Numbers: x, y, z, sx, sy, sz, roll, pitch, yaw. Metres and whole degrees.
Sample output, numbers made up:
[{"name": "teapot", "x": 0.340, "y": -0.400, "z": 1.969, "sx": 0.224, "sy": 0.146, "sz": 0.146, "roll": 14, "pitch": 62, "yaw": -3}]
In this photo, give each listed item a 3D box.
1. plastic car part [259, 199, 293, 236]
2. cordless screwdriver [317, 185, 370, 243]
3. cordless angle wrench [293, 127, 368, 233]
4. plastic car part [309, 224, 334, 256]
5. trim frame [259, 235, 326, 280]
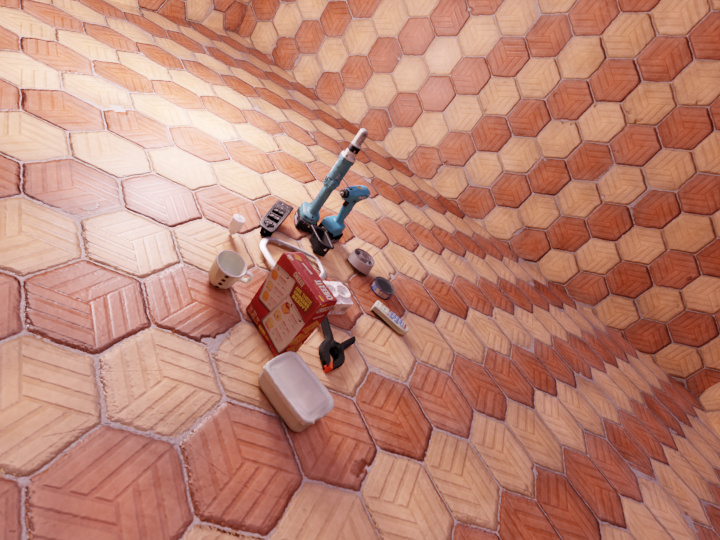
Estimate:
[{"name": "plastic car part", "x": -0.294, "y": -0.171, "z": 1.432, "sx": 0.065, "sy": 0.067, "sz": 0.205, "roll": 33, "pitch": 29, "yaw": -9}, {"name": "cordless screwdriver", "x": -0.078, "y": -0.203, "z": 1.521, "sx": 0.077, "sy": 0.249, "sz": 0.153, "roll": 48, "pitch": 30, "yaw": 15}, {"name": "cordless angle wrench", "x": -0.100, "y": -0.313, "z": 1.480, "sx": 0.071, "sy": 0.424, "sz": 0.102, "roll": 23, "pitch": 33, "yaw": -28}, {"name": "plastic car part", "x": -0.144, "y": -0.094, "z": 1.474, "sx": 0.063, "sy": 0.071, "sz": 0.122, "roll": 15, "pitch": 36, "yaw": -36}, {"name": "trim frame", "x": -0.213, "y": -0.032, "z": 1.353, "sx": 0.238, "sy": 0.027, "sz": 0.191, "roll": 21, "pitch": 32, "yaw": -24}]
